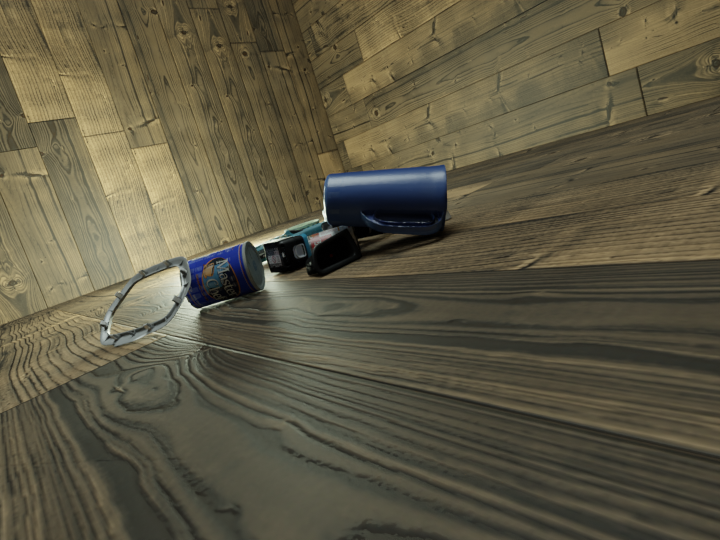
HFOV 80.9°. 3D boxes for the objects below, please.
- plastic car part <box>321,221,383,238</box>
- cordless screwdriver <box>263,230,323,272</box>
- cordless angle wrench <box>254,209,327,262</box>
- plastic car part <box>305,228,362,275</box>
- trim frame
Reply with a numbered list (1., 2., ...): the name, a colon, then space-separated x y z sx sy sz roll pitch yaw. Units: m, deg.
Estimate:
1. plastic car part: 0.008 -0.114 0.994 0.197 0.068 0.067 -15 -20 -24
2. cordless screwdriver: -0.100 -0.065 1.024 0.166 0.073 0.240 -6 13 46
3. cordless angle wrench: -0.222 -0.082 1.260 0.424 0.097 0.075 -22 9 3
4. plastic car part: -0.067 -0.026 0.844 0.113 0.066 0.072 -29 -1 -35
5. trim frame: -0.418 0.059 0.813 0.256 0.026 0.189 -16 51 25
